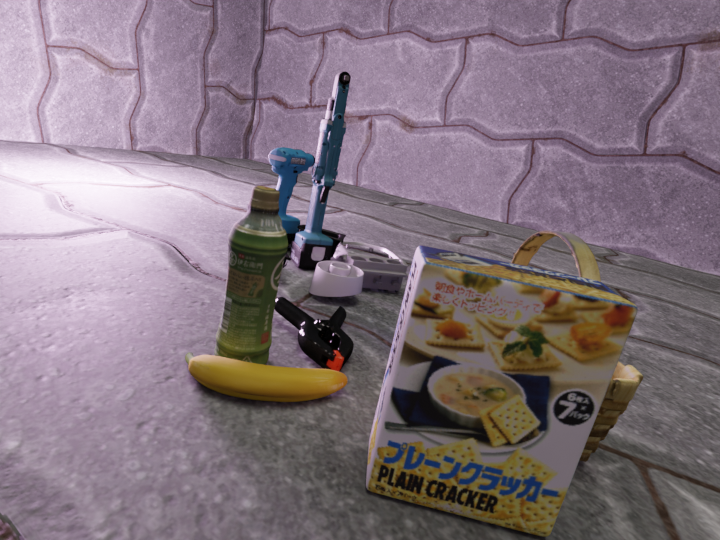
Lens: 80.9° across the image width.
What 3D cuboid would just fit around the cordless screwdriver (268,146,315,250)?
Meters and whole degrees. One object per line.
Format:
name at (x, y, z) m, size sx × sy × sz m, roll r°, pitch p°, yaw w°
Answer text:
cordless screwdriver at (-0.176, -0.176, 1.047) m, size 0.078 × 0.246 × 0.154 m, roll 19°, pitch 16°, yaw 24°

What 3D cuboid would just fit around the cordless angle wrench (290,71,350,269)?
cordless angle wrench at (-0.078, -0.212, 0.924) m, size 0.072 × 0.418 × 0.103 m, roll 5°, pitch 16°, yaw -25°

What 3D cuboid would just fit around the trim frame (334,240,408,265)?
trim frame at (0.017, -0.039, 1.096) m, size 0.180 × 0.027 × 0.257 m, roll 6°, pitch 17°, yaw -15°

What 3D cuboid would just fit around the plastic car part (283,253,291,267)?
plastic car part at (-0.198, -0.035, 0.883) m, size 0.064 × 0.066 × 0.212 m, roll 5°, pitch 17°, yaw -21°

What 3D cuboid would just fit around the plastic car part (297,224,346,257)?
plastic car part at (-0.102, -0.066, 1.039) m, size 0.118 × 0.070 × 0.066 m, roll 13°, pitch 15°, yaw 7°
